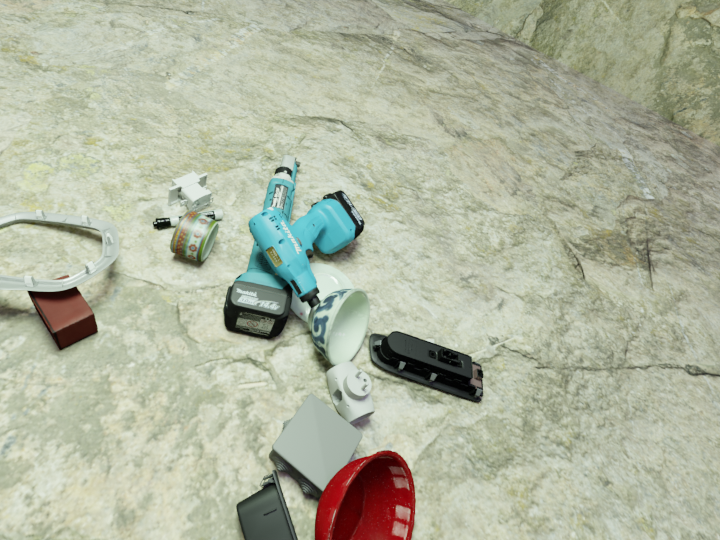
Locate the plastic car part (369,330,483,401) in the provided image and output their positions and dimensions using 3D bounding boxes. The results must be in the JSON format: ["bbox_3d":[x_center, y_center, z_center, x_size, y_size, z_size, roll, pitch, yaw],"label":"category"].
[{"bbox_3d":[0.112,0.147,0.679,0.202,0.066,0.067,17,55,-3],"label":"plastic car part"}]

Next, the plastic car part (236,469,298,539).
[{"bbox_3d":[-0.106,0.299,0.476,0.070,0.064,0.121,-16,62,-15],"label":"plastic car part"}]

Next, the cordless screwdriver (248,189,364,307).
[{"bbox_3d":[-0.069,-0.045,0.709,0.159,0.076,0.243,57,30,-1],"label":"cordless screwdriver"}]

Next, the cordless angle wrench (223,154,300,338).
[{"bbox_3d":[-0.157,-0.083,0.768,0.096,0.074,0.435,12,46,-13],"label":"cordless angle wrench"}]

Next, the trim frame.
[{"bbox_3d":[-0.467,-0.032,0.598,0.250,0.027,0.188,8,39,2],"label":"trim frame"}]
